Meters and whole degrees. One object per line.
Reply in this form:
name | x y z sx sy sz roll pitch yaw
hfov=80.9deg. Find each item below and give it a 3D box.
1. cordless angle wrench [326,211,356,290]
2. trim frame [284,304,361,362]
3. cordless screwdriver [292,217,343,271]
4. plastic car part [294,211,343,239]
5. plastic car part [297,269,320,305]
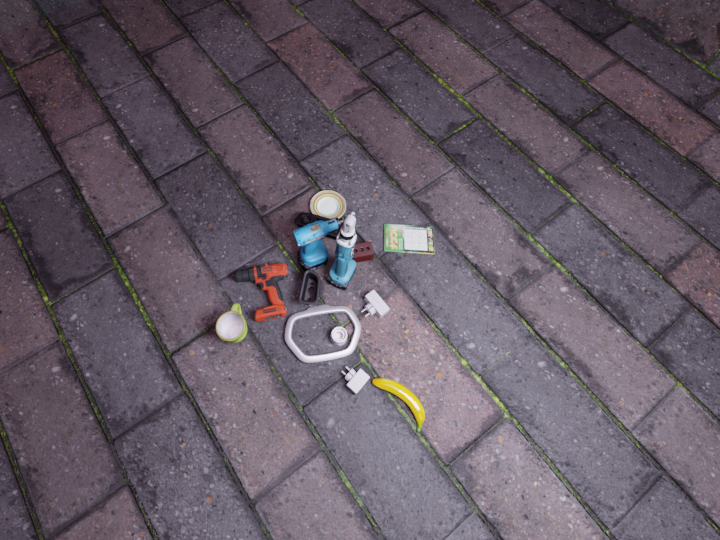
cordless angle wrench | -0.047 -0.054 1.261 0.075 0.415 0.098 26 68 5
trim frame | -0.120 0.198 1.360 0.247 0.027 0.190 -11 66 -5
cordless screwdriver | -0.134 -0.088 1.369 0.157 0.244 0.077 -22 72 -12
plastic car part | -0.134 -0.154 1.496 0.206 0.065 0.067 19 68 8
plastic car part | -0.165 0.064 1.397 0.066 0.069 0.118 7 67 0
